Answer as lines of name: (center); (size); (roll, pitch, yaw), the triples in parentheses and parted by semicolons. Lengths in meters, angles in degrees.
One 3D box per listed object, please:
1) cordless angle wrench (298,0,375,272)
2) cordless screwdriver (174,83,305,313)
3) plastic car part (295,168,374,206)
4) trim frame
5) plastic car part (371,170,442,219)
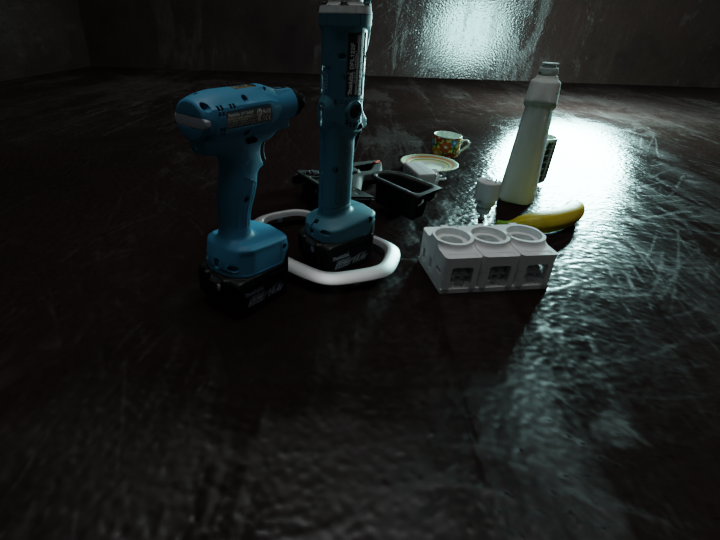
cordless angle wrench: (-0.023, -0.199, 0.521); (0.095, 0.412, 0.079); (-19, 36, -35)
cordless screwdriver: (-0.122, -0.085, 0.492); (0.078, 0.242, 0.155); (22, 34, 28)
plastic car part: (-0.055, -0.136, 0.753); (0.064, 0.065, 0.214); (-13, 34, -26)
trim frame: (-0.062, -0.040, 0.629); (0.261, 0.027, 0.180); (22, 36, 30)
plastic car part: (0.072, -0.127, 0.738); (0.064, 0.069, 0.123); (-23, 39, -38)
